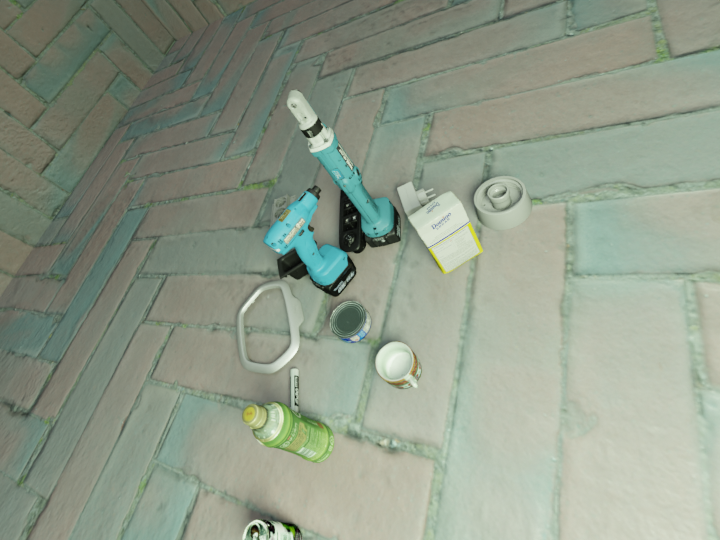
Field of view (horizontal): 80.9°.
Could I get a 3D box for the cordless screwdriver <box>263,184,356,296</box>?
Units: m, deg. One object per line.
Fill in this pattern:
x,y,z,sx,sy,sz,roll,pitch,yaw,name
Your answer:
-0.090,-0.059,0.924,0.079,0.235,0.159,27,76,42,cordless screwdriver

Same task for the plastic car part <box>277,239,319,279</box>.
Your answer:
-0.139,-0.017,1.043,0.118,0.067,0.069,-28,48,14,plastic car part

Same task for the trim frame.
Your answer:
-0.222,0.132,1.021,0.186,0.026,0.260,-30,48,12,trim frame

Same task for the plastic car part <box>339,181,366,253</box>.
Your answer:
-0.016,-0.122,1.038,0.068,0.063,0.208,-14,53,24,plastic car part

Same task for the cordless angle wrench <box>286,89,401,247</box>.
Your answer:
-0.028,-0.194,0.864,0.077,0.399,0.100,-13,53,24,cordless angle wrench
